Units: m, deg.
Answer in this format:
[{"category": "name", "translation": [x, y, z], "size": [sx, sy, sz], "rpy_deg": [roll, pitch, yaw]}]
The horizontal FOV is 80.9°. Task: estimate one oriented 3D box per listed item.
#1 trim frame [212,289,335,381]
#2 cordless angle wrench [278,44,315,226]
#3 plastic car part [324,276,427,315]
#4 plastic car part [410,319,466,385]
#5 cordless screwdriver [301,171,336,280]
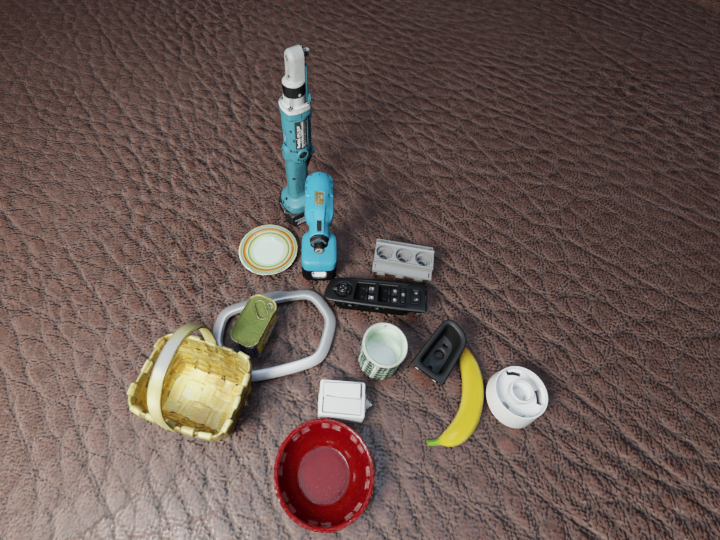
[{"category": "trim frame", "translation": [-0.171, 0.120, 0.841], "size": [0.245, 0.027, 0.192], "rpy_deg": [-14, 59, -9]}, {"category": "cordless angle wrench", "translation": [-0.125, -0.246, 0.843], "size": [0.096, 0.412, 0.077], "rpy_deg": [-25, 65, -19]}, {"category": "plastic car part", "translation": [0.029, 0.055, 0.859], "size": [0.205, 0.065, 0.067], "rpy_deg": [8, 59, 4]}, {"category": "plastic car part", "translation": [0.149, 0.157, 0.794], "size": [0.068, 0.069, 0.115], "rpy_deg": [34, 63, 16]}, {"category": "cordless screwdriver", "translation": [-0.080, -0.053, 0.822], "size": [0.074, 0.242, 0.164], "rpy_deg": [0, 59, -5]}]
